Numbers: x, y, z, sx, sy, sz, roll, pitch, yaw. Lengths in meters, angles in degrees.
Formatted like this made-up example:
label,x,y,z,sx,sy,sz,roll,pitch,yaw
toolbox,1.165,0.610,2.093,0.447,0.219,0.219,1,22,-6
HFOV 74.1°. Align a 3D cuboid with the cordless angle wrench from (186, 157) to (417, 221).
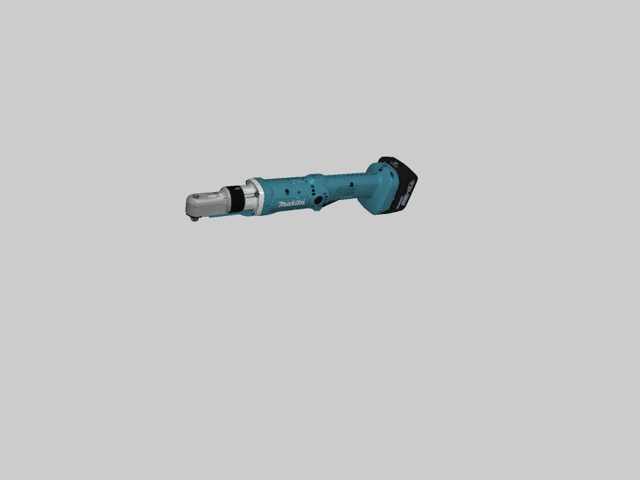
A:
label,x,y,z,sx,sy,sz,roll,pitch,yaw
cordless angle wrench,-0.016,-0.080,0.715,0.422,0.098,0.074,-10,44,-34
